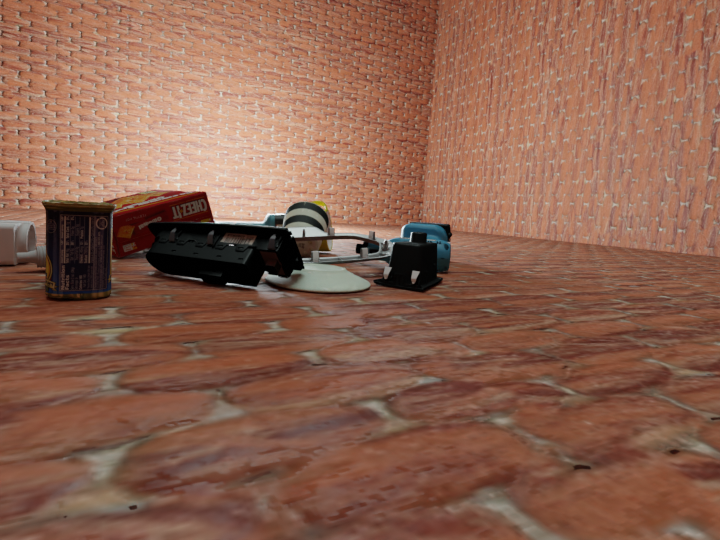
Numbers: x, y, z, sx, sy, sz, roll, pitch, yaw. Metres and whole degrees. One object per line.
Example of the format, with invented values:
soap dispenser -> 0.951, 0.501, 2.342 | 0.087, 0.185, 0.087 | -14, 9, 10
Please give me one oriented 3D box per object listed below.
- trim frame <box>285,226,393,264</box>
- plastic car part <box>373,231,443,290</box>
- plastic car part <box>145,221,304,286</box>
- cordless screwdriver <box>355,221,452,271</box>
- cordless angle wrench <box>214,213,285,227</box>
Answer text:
trim frame -> -0.064, -0.042, 0.654 | 0.241, 0.027, 0.193 | -7, 18, -22
plastic car part -> 0.073, -0.016, 0.563 | 0.069, 0.070, 0.112 | 8, 11, 27
plastic car part -> -0.170, -0.016, 0.492 | 0.211, 0.067, 0.063 | 10, -32, 24
cordless screwdriver -> 0.094, -0.049, 0.810 | 0.164, 0.073, 0.244 | 5, 12, 15
cordless angle wrench -> -0.344, -0.090, 0.927 | 0.411, 0.074, 0.101 | -2, 8, -19
